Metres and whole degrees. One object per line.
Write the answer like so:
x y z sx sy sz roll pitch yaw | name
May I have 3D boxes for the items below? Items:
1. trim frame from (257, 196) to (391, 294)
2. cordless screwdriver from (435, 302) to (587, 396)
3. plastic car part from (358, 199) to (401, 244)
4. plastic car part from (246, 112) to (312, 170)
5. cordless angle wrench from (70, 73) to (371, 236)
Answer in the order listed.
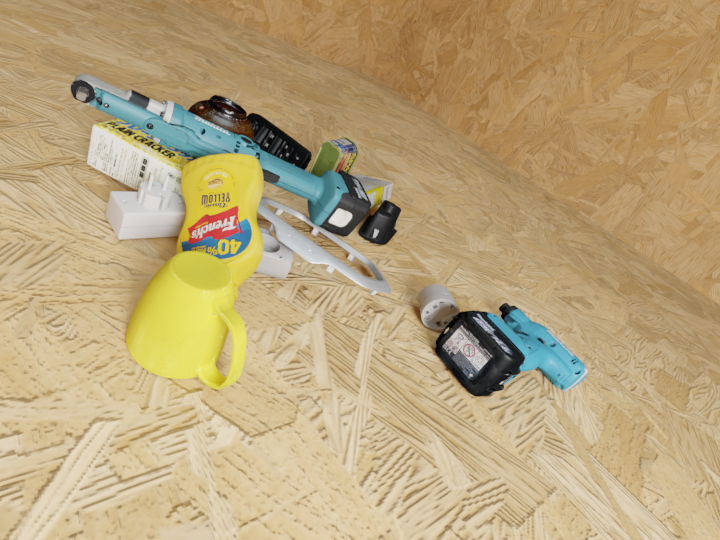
-0.060 -0.039 0.617 0.255 0.027 0.180 37 11 11 | trim frame
0.211 0.101 0.622 0.236 0.074 0.168 10 33 -39 | cordless screwdriver
0.045 -0.099 0.808 0.067 0.070 0.115 30 25 4 | plastic car part
-0.178 -0.270 0.904 0.211 0.066 0.064 40 20 20 | plastic car part
-0.171 -0.160 0.594 0.402 0.075 0.102 20 33 -32 | cordless angle wrench
